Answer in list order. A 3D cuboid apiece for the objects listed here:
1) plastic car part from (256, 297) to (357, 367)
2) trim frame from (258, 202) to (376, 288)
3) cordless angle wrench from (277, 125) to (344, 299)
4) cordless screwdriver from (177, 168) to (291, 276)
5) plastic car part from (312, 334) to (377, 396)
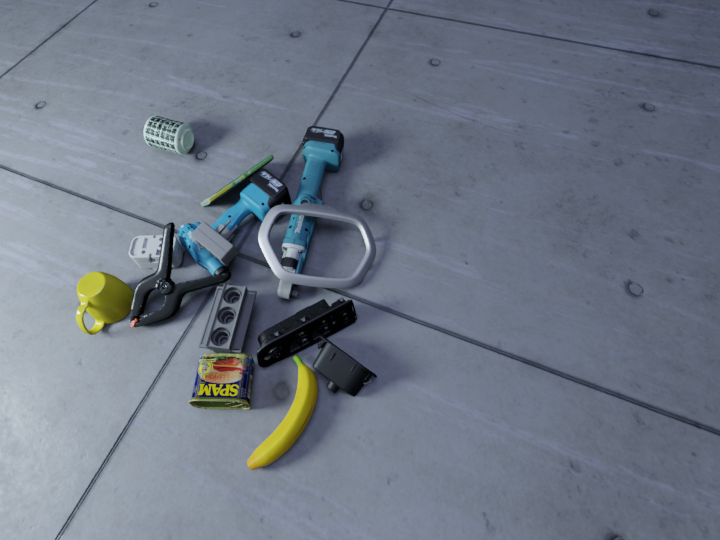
[{"bbox_3d":[-0.109,0.106,0.787,0.200,0.064,0.071,-31,54,-14],"label":"plastic car part"},{"bbox_3d":[-0.084,-0.055,0.858,0.243,0.027,0.188,5,70,-14],"label":"trim frame"},{"bbox_3d":[-0.119,-0.135,0.928,0.099,0.072,0.430,9,63,3],"label":"cordless angle wrench"},{"bbox_3d":[-0.254,-0.097,0.913,0.247,0.072,0.166,-41,67,-15],"label":"cordless screwdriver"},{"bbox_3d":[-0.038,0.177,0.747,0.121,0.064,0.071,36,82,18],"label":"plastic car part"}]
